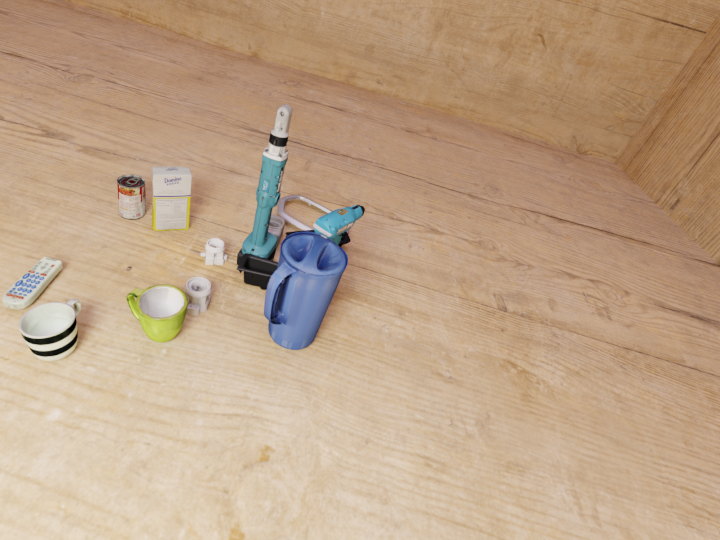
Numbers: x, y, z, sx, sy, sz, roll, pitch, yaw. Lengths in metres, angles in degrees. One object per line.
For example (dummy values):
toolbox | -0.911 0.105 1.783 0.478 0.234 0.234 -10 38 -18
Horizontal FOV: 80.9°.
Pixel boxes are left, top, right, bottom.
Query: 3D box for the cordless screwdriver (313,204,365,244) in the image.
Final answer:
cordless screwdriver | -0.068 -0.042 1.008 0.077 0.245 0.155 35 39 19

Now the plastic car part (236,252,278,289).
plastic car part | -0.236 0.013 1.019 0.116 0.070 0.067 17 36 -1

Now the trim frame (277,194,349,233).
trim frame | -0.148 -0.169 1.324 0.256 0.027 0.182 27 38 14

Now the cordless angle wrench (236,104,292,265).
cordless angle wrench | -0.214 -0.177 0.984 0.075 0.417 0.098 23 36 3

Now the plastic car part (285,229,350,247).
plastic car part | -0.116 -0.076 1.184 0.195 0.066 0.070 -13 46 -34
